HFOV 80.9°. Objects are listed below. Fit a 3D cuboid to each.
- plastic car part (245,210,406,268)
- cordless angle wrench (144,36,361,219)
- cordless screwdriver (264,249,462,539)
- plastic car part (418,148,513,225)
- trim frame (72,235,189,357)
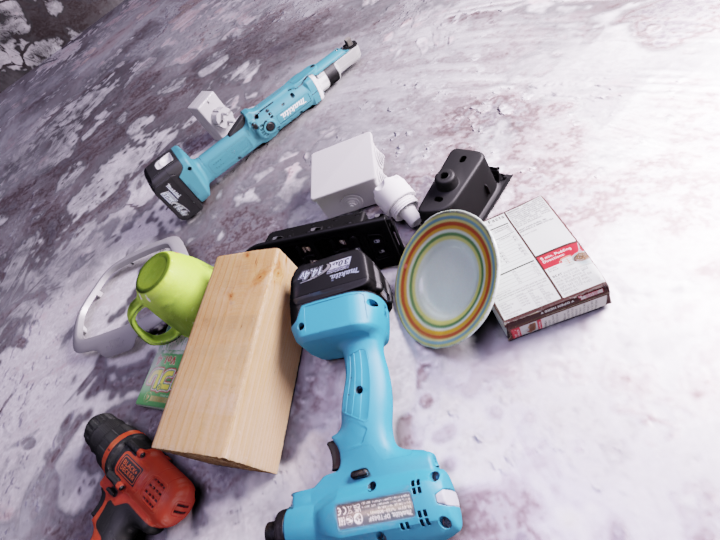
[{"bbox_3d":[-0.050,-0.033,0.510,0.209,0.063,0.068,-12,44,22],"label":"plastic car part"},{"bbox_3d":[-0.166,-0.253,0.718,0.421,0.093,0.079,-39,48,-5],"label":"cordless angle wrench"},{"bbox_3d":[-0.024,0.112,0.391,0.162,0.070,0.258,-23,54,15],"label":"cordless screwdriver"},{"bbox_3d":[0.102,-0.084,0.454,0.070,0.067,0.116,21,68,39],"label":"plastic car part"},{"bbox_3d":[-0.353,0.039,0.649,0.254,0.026,0.190,-20,50,19],"label":"trim frame"}]
